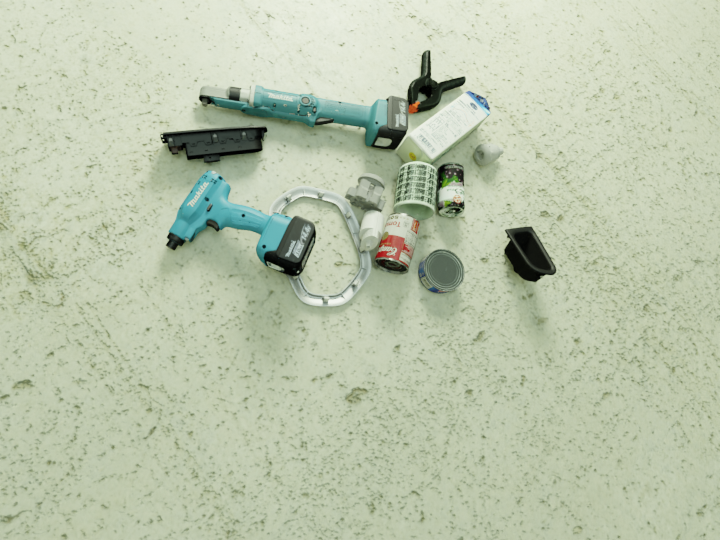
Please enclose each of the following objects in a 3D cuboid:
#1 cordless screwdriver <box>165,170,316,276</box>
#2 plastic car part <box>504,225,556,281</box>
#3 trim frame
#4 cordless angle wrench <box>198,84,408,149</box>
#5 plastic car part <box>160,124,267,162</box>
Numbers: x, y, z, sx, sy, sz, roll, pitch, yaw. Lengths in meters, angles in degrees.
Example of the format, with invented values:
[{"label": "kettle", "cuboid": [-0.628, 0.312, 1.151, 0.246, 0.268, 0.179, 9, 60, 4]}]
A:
[{"label": "cordless screwdriver", "cuboid": [-0.212, -0.063, 0.752, 0.253, 0.073, 0.159, 26, 73, 8]}, {"label": "plastic car part", "cuboid": [0.337, -0.025, 0.868, 0.064, 0.070, 0.121, -8, 60, -16]}, {"label": "trim frame", "cuboid": [-0.080, -0.052, 0.813, 0.181, 0.027, 0.252, -17, 79, -15]}, {"label": "cordless angle wrench", "cuboid": [-0.115, -0.332, 0.870, 0.417, 0.074, 0.099, 7, 73, -8]}, {"label": "plastic car part", "cuboid": [-0.273, -0.245, 0.813, 0.199, 0.067, 0.067, -15, 89, -16]}]
